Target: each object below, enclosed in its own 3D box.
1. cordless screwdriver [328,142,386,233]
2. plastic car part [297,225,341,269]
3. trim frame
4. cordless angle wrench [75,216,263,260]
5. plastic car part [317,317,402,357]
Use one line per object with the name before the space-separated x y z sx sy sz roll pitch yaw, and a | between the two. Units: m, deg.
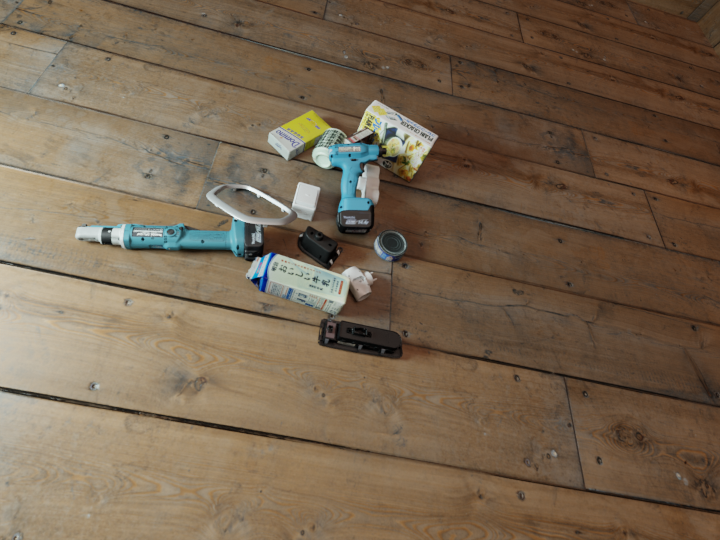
cordless screwdriver | 0.001 -0.226 1.138 0.158 0.074 0.252 -4 78 -4
plastic car part | -0.105 -0.069 1.073 0.117 0.071 0.066 35 56 3
trim frame | -0.272 -0.166 1.060 0.261 0.027 0.178 29 33 29
cordless angle wrench | -0.443 -0.079 0.999 0.415 0.073 0.101 1 61 -11
plastic car part | 0.008 0.152 0.978 0.200 0.066 0.068 15 51 -9
